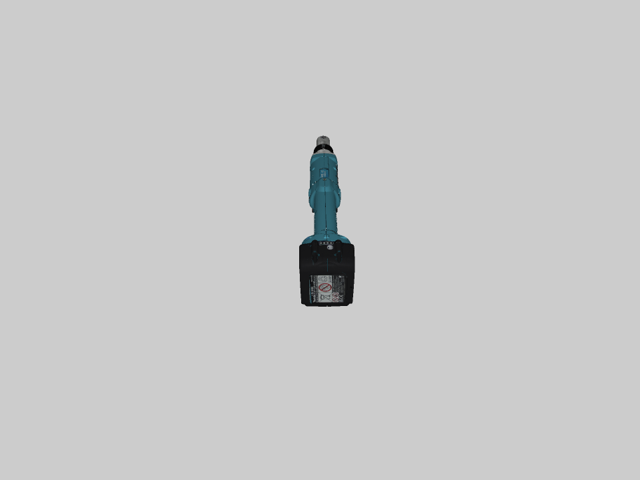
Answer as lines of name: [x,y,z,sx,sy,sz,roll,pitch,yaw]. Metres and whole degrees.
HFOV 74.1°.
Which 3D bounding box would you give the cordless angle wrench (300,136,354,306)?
cordless angle wrench: [0.007,-0.072,0.722,0.074,0.098,0.421,-1,40,0]
